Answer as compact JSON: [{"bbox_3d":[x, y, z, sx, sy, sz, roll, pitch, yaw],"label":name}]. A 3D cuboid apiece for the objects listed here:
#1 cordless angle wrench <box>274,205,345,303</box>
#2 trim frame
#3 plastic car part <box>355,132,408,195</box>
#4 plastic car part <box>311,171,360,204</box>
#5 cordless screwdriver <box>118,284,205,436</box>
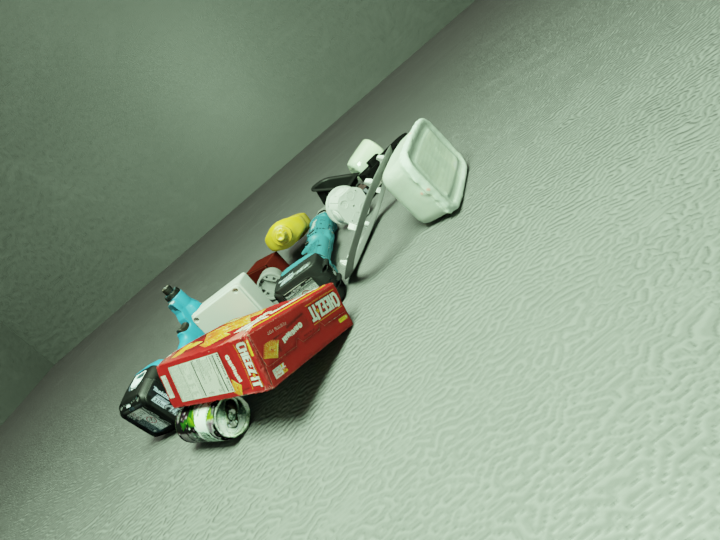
[{"bbox_3d":[-0.080,-0.052,0.817,0.099,0.072,0.431,-36,20,15],"label":"cordless angle wrench"},{"bbox_3d":[0.012,-0.096,0.685,0.251,0.028,0.180,-70,-5,-45],"label":"trim frame"},{"bbox_3d":[0.057,-0.240,0.955,0.202,0.066,0.068,-42,12,-10],"label":"plastic car part"},{"bbox_3d":[-0.052,-0.185,1.009,0.122,0.068,0.066,-2,39,36],"label":"plastic car part"},{"bbox_3d":[-0.329,0.143,0.740,0.076,0.153,0.253,-33,24,24],"label":"cordless screwdriver"}]
